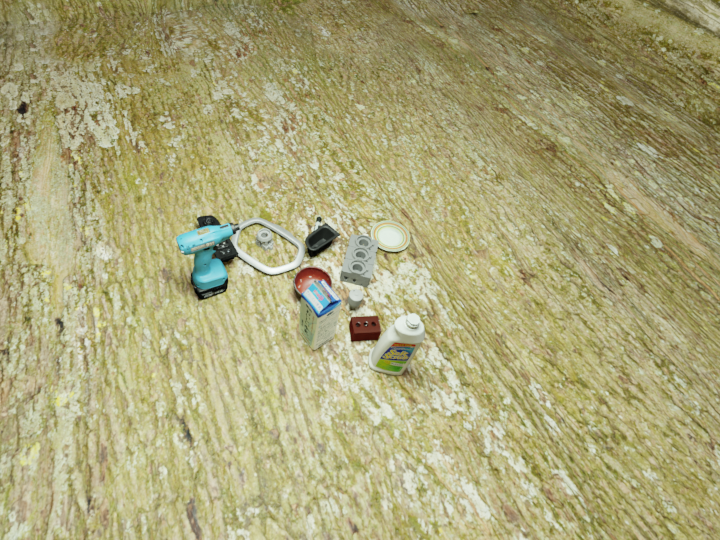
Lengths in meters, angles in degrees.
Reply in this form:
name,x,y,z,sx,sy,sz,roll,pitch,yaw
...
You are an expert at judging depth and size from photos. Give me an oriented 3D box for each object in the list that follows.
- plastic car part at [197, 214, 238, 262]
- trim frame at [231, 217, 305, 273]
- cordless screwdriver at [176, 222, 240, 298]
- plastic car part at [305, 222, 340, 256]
name,x,y,z,sx,sy,sz,roll,pitch,yaw
plastic car part,-0.444,-0.095,1.305,0.065,0.065,0.212,-23,59,-23
trim frame,-0.293,-0.080,1.334,0.256,0.027,0.183,29,55,16
cordless screwdriver,-0.399,-0.031,1.149,0.155,0.243,0.078,-21,60,-23
plastic car part,-0.130,-0.085,1.326,0.069,0.069,0.114,39,58,19
